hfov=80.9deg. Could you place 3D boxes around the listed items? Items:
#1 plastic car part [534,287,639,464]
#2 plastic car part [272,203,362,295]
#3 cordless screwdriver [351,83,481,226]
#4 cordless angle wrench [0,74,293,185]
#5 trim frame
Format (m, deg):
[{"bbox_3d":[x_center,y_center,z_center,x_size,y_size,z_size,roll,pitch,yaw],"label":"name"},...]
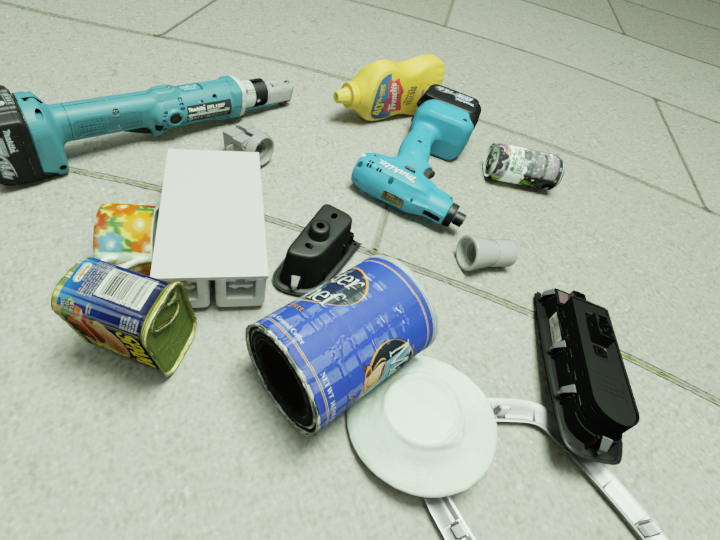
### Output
[{"bbox_3d":[0.227,0.088,0.420,0.066,0.067,0.205,26,45,-5],"label":"plastic car part"},{"bbox_3d":[-0.046,-0.030,0.470,0.068,0.070,0.116,28,47,10],"label":"plastic car part"},{"bbox_3d":[0.112,-0.169,0.618,0.163,0.073,0.247,29,55,12],"label":"cordless screwdriver"},{"bbox_3d":[-0.265,-0.220,0.575,0.411,0.097,0.077,-27,66,-33],"label":"cordless angle wrench"},{"bbox_3d":[0.156,0.215,0.335,0.179,0.027,0.260,-23,60,-26],"label":"trim frame"}]
